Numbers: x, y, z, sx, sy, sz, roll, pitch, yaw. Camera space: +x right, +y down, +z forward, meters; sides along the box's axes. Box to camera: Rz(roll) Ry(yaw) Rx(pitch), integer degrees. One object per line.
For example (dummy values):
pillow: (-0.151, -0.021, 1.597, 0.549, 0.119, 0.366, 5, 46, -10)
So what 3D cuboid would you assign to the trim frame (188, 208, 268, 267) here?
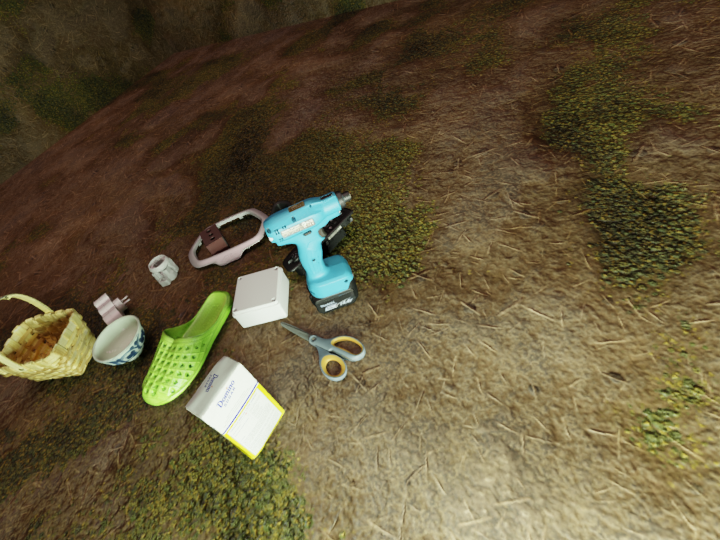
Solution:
trim frame: (-0.359, -0.089, 1.152, 0.250, 0.026, 0.192, -23, 43, 5)

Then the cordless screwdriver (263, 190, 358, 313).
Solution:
cordless screwdriver: (-0.063, -0.035, 0.801, 0.160, 0.237, 0.078, -23, 42, 2)

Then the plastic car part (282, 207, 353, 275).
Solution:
plastic car part: (-0.095, -0.062, 0.970, 0.201, 0.064, 0.070, -43, 45, -17)

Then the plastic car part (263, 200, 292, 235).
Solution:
plastic car part: (-0.192, -0.116, 1.066, 0.068, 0.067, 0.119, -10, 45, 17)
